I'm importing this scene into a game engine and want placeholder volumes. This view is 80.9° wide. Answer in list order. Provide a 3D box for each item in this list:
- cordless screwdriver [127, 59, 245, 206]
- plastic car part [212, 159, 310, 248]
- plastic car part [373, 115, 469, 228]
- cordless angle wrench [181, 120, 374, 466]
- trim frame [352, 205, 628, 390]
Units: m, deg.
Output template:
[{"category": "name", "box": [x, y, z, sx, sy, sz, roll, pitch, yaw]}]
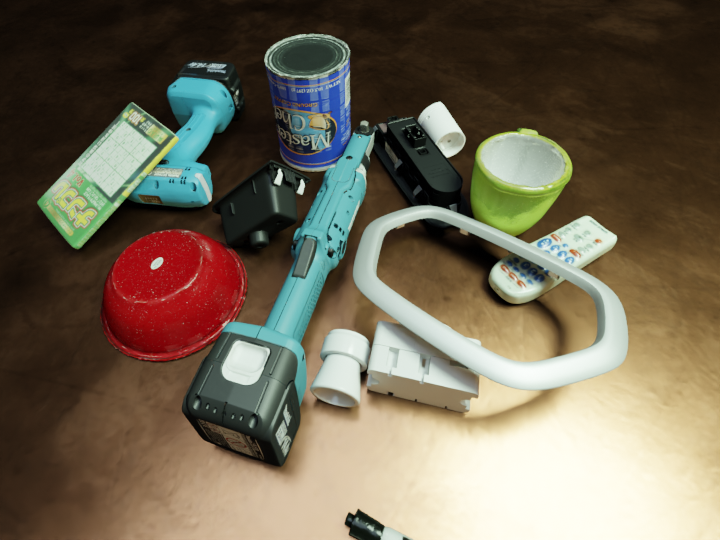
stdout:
[{"category": "cordless screwdriver", "box": [-0.263, -0.195, 0.600, 0.161, 0.072, 0.254, 4, 57, 7]}, {"category": "plastic car part", "box": [-0.115, -0.063, 0.483, 0.119, 0.062, 0.073, -28, 64, 30]}, {"category": "plastic car part", "box": [0.077, -0.140, 0.539, 0.065, 0.065, 0.212, -13, 55, -16]}, {"category": "cordless angle wrench", "box": [-0.044, -0.029, 0.453, 0.076, 0.095, 0.428, 11, 51, 9]}, {"category": "trim frame", "box": [0.108, 0.009, 0.392, 0.262, 0.026, 0.181, 30, 52, 31]}]
